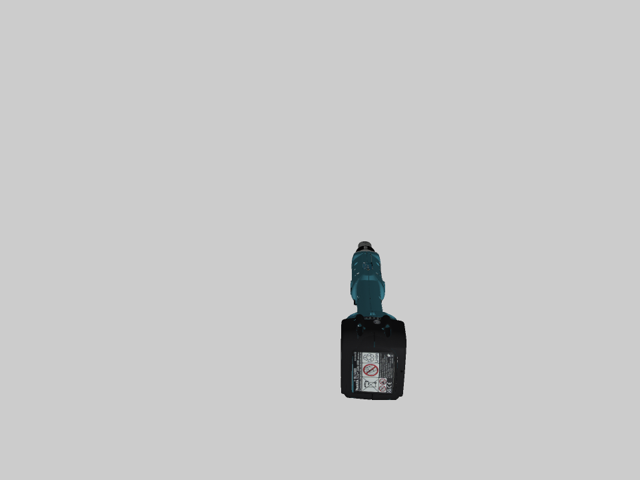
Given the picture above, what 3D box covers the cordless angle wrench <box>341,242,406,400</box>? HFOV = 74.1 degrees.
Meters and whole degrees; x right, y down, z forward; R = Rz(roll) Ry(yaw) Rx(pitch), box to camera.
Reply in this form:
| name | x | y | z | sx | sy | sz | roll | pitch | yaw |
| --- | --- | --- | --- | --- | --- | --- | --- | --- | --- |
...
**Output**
| name | x | y | z | sx | sy | sz | roll | pitch | yaw |
| --- | --- | --- | --- | --- | --- | --- | --- | --- | --- |
| cordless angle wrench | 0.075 | 0.080 | 0.674 | 0.074 | 0.098 | 0.422 | 1 | 19 | 4 |
